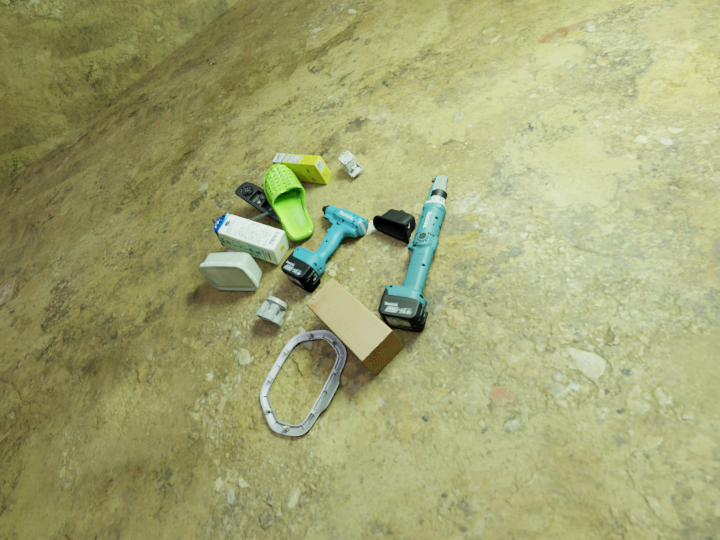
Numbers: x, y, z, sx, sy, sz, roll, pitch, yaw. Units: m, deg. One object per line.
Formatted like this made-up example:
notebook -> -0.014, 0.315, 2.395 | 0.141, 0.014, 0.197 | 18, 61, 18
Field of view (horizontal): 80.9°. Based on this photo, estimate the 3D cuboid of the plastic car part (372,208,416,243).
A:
plastic car part -> 0.094, -0.126, 1.080 | 0.070, 0.063, 0.123 | -39, 45, -22

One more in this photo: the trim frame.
trim frame -> -0.132, 0.246, 0.962 | 0.194, 0.026, 0.248 | 17, 67, 34

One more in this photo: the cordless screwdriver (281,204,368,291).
cordless screwdriver -> -0.111, -0.073, 1.138 | 0.168, 0.070, 0.247 | 30, 72, 38

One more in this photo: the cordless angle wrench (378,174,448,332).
cordless angle wrench -> 0.150, -0.065, 1.000 | 0.102, 0.070, 0.426 | 5, 59, 29

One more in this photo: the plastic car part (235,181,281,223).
plastic car part -> -0.297, -0.210, 1.314 | 0.209, 0.065, 0.066 | 32, 82, 15
